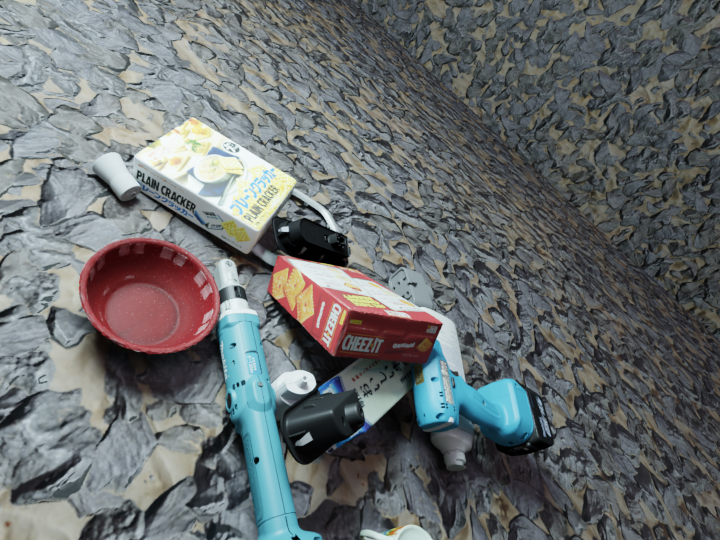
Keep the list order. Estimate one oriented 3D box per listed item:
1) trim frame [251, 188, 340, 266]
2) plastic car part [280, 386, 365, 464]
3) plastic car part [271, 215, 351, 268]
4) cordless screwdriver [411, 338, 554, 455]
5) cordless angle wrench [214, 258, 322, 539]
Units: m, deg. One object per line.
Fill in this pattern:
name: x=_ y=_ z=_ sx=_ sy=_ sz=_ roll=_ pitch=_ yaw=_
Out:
trim frame: x=-0.132 y=-0.083 z=0.784 sx=0.188 sy=0.028 sz=0.241 roll=47 pitch=35 yaw=11
plastic car part: x=-0.029 y=0.159 z=0.451 sx=0.113 sy=0.072 sz=0.067 roll=25 pitch=43 yaw=-75
plastic car part: x=-0.070 y=-0.046 z=0.714 sx=0.192 sy=0.070 sz=0.067 roll=16 pitch=69 yaw=-54
cordless screwdriver: x=0.173 y=0.179 z=0.638 sx=0.238 sy=0.075 sz=0.164 roll=26 pitch=43 yaw=-27
cordless angle wrench: x=-0.127 y=0.152 z=0.490 sx=0.071 sy=0.098 sz=0.443 roll=7 pitch=44 yaw=-35
